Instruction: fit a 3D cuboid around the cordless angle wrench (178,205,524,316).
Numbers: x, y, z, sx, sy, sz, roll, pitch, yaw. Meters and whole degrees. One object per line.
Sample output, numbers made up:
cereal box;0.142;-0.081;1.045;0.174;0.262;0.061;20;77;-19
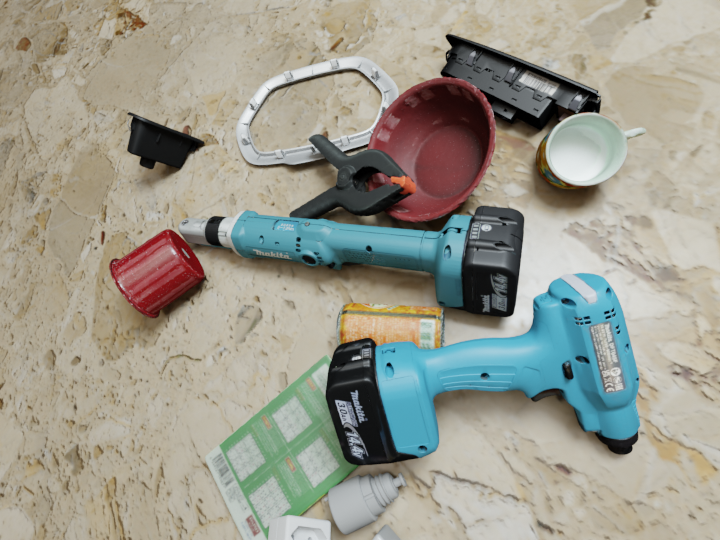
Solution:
cordless angle wrench;-0.048;-0.031;0.490;0.440;0.093;0.075;8;54;25

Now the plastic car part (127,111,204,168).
plastic car part;-0.305;-0.187;0.633;0.069;0.112;0.070;24;102;22

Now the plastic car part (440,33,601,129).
plastic car part;0.177;-0.223;0.514;0.212;0.063;0.067;45;112;26

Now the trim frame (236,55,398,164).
trim frame;-0.070;-0.232;0.613;0.254;0.026;0.188;-6;68;14

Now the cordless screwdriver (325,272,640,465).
cordless screwdriver;0.103;0.111;0.369;0.252;0.075;0.156;-18;103;12
